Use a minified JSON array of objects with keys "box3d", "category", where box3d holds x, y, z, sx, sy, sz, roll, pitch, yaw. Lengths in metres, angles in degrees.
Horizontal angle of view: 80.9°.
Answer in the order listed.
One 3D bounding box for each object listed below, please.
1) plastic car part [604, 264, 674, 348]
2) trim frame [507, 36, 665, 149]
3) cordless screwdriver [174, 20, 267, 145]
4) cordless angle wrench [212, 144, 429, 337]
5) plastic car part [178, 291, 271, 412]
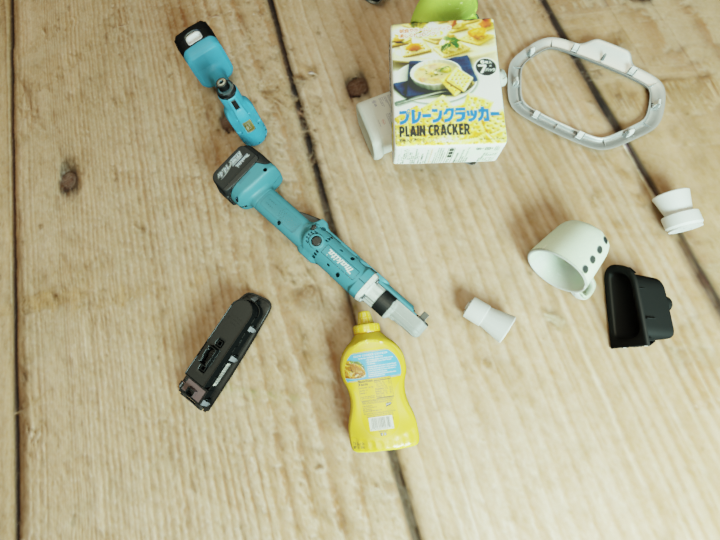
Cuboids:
[{"box3d":[0.390,0.050,0.582,0.070,0.065,0.118,8,73,-5],"category":"plastic car part"},{"box3d":[0.366,-0.300,0.698,0.258,0.026,0.184,35,82,19],"category":"trim frame"},{"box3d":[-0.259,-0.353,0.765,0.074,0.154,0.257,-32,71,-2],"category":"cordless screwdriver"},{"box3d":[-0.067,-0.044,0.688,0.436,0.072,0.098,41,85,16],"category":"cordless angle wrench"},{"box3d":[-0.222,0.120,0.675,0.069,0.064,0.203,30,79,21],"category":"plastic car part"}]
